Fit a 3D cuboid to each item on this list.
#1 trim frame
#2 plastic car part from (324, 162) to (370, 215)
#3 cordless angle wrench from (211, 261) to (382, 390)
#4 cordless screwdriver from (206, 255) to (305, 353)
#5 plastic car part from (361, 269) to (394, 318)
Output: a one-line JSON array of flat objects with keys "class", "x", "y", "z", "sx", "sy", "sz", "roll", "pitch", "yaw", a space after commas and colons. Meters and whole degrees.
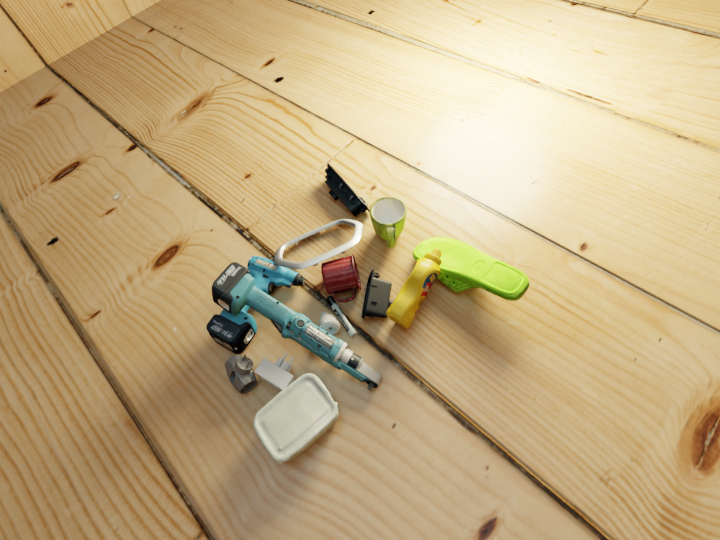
[{"class": "trim frame", "x": -0.107, "y": -0.070, "z": 1.094, "sx": 0.246, "sy": 0.026, "sz": 0.193, "roll": -27, "pitch": 34, "yaw": -8}, {"class": "plastic car part", "x": -0.047, "y": -0.222, "z": 1.204, "sx": 0.067, "sy": 0.063, "sz": 0.213, "roll": -40, "pitch": 59, "yaw": -5}, {"class": "cordless angle wrench", "x": -0.140, "y": 0.130, "z": 0.945, "sx": 0.432, "sy": 0.073, "sz": 0.097, "roll": 31, "pitch": 57, "yaw": 10}, {"class": "cordless screwdriver", "x": -0.253, "y": 0.083, "z": 1.040, "sx": 0.164, "sy": 0.072, "sz": 0.250, "roll": 17, "pitch": 58, "yaw": 17}, {"class": "plastic car part", "x": 0.045, "y": 0.067, "z": 1.003, "sx": 0.071, "sy": 0.065, "sz": 0.119, "roll": 9, "pitch": 62, "yaw": -2}]
